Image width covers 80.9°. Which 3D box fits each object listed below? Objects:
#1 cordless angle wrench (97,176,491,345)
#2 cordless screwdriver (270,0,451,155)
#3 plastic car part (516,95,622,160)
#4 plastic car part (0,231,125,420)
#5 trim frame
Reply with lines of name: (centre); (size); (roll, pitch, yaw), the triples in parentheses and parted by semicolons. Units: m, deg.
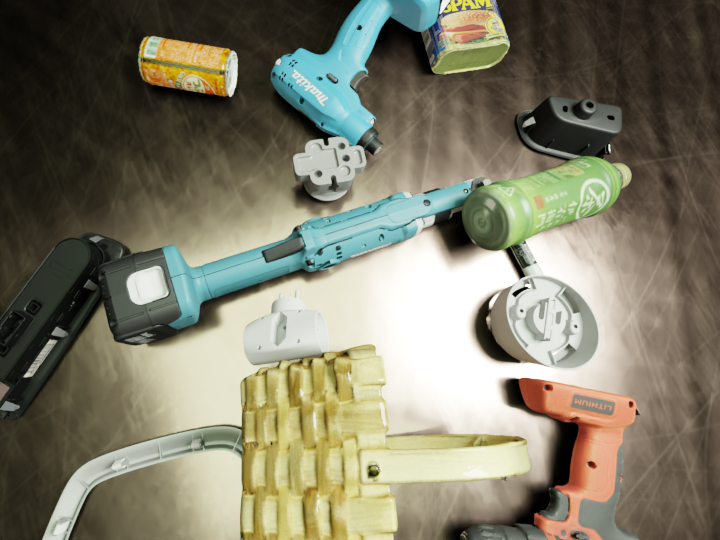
cordless angle wrench: (-0.044, -0.029, 0.453); (0.416, 0.098, 0.076); (-19, 80, -13)
cordless screwdriver: (0.028, -0.268, 0.496); (0.161, 0.073, 0.249); (42, 96, 6)
plastic car part: (0.264, -0.180, 0.517); (0.116, 0.071, 0.067); (12, 74, -5)
plastic car part: (-0.324, 0.043, 0.427); (0.067, 0.066, 0.203); (26, 72, 8)
trim frame: (-0.176, 0.254, 0.395); (0.245, 0.027, 0.187); (-12, 77, -9)
